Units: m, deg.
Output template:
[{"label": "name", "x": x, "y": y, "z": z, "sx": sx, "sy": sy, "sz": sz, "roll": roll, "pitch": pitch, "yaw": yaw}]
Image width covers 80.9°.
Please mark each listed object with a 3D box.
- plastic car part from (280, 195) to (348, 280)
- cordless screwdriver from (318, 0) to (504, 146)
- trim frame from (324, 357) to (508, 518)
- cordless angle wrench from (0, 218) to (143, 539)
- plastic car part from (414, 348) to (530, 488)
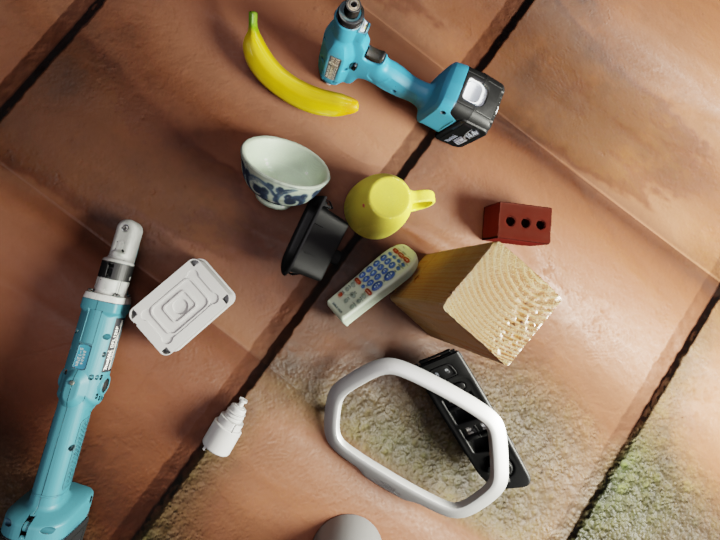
[{"label": "plastic car part", "x": -0.057, "y": -0.037, "z": 0.583, "sx": 0.068, "sy": 0.068, "sz": 0.116, "roll": 23, "pitch": 88, "yaw": -20}, {"label": "cordless screwdriver", "x": 0.066, "y": -0.258, "z": 0.556, "sx": 0.246, "sy": 0.161, "sz": 0.074, "roll": 23, "pitch": 85, "yaw": -6}, {"label": "trim frame", "x": 0.069, "y": 0.220, "z": 0.555, "sx": 0.252, "sy": 0.027, "sz": 0.183, "roll": 26, "pitch": 101, "yaw": 8}, {"label": "cordless angle wrench", "x": -0.344, "y": 0.139, "z": 0.528, "sx": 0.074, "sy": 0.098, "sz": 0.425, "roll": 12, "pitch": 81, "yaw": -4}, {"label": "plastic car part", "x": 0.152, "y": 0.197, "z": 0.572, "sx": 0.067, "sy": 0.066, "sz": 0.204, "roll": -31, "pitch": 86, "yaw": 16}]
